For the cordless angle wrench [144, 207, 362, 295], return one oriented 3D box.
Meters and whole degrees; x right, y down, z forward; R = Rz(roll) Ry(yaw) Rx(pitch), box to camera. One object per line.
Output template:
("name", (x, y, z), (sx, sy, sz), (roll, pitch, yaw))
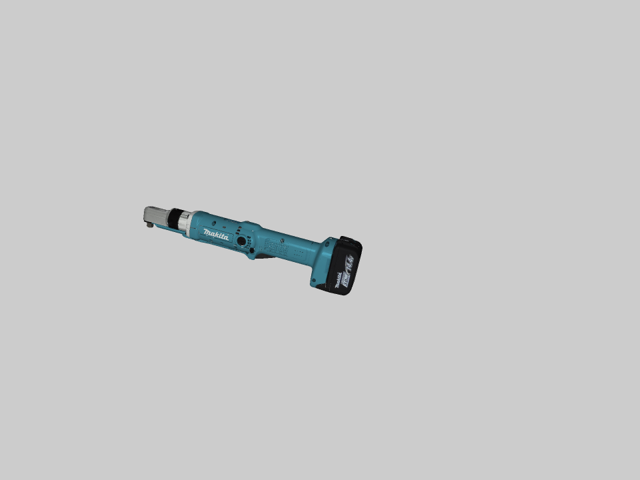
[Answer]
("cordless angle wrench", (-0.137, -0.001, 0.792), (0.423, 0.098, 0.074), (15, 16, 8))
